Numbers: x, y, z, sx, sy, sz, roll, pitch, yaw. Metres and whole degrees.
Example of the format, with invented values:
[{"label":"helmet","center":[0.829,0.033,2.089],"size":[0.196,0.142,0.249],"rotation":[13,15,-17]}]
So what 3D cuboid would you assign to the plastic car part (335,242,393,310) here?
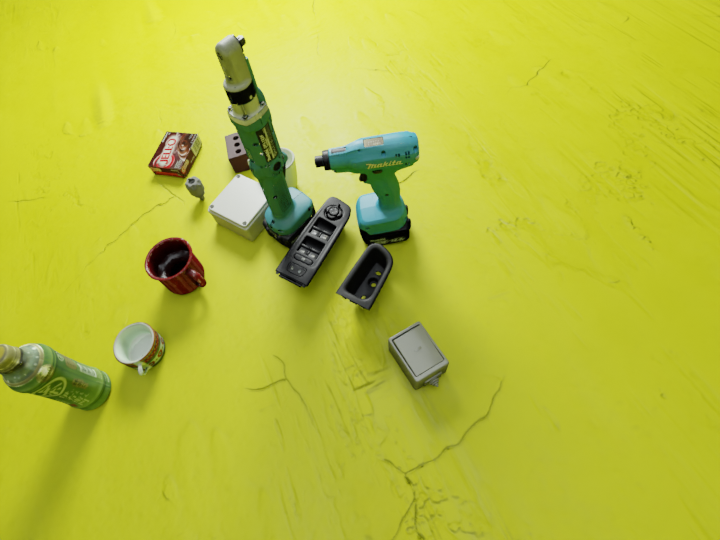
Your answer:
[{"label":"plastic car part","center":[0.017,0.018,0.747],"size":[0.069,0.068,0.116],"rotation":[26,67,19]}]

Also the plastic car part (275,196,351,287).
[{"label":"plastic car part","center":[-0.079,-0.052,0.806],"size":[0.069,0.064,0.203],"rotation":[21,66,18]}]

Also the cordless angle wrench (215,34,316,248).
[{"label":"cordless angle wrench","center":[-0.153,-0.183,0.695],"size":[0.077,0.407,0.097],"rotation":[36,70,21]}]

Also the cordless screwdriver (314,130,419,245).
[{"label":"cordless screwdriver","center":[0.015,-0.134,0.736],"size":[0.160,0.240,0.077],"rotation":[-6,61,3]}]
